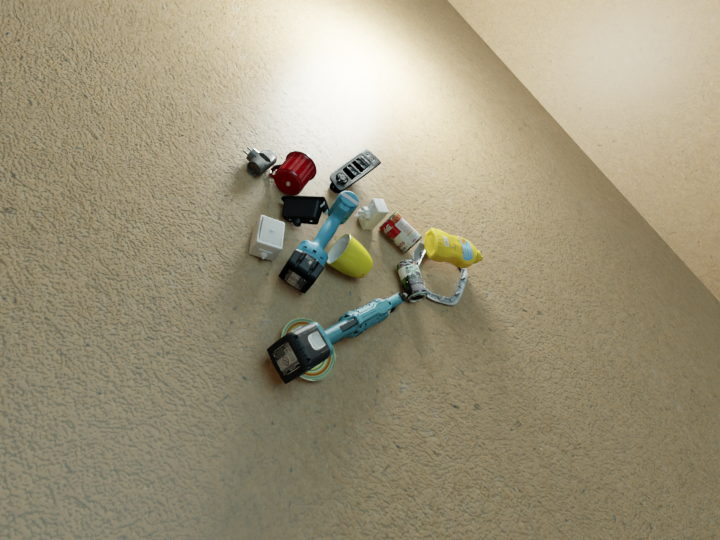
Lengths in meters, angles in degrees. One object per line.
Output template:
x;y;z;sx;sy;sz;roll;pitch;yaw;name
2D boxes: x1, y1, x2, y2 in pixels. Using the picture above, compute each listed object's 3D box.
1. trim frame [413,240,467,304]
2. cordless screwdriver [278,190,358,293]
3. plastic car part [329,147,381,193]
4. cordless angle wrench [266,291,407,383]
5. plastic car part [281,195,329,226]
0.226;-0.006;1.204;0.184;0.028;0.247;38;47;0;trim frame
-0.097;-0.063;0.987;0.074;0.160;0.249;34;61;-7;cordless screwdriver
-0.027;-0.282;1.226;0.066;0.068;0.200;48;50;-4;plastic car part
-0.016;0.114;0.906;0.408;0.099;0.076;-20;74;-52;cordless angle wrench
-0.143;-0.142;1.041;0.119;0.063;0.072;2;65;14;plastic car part
